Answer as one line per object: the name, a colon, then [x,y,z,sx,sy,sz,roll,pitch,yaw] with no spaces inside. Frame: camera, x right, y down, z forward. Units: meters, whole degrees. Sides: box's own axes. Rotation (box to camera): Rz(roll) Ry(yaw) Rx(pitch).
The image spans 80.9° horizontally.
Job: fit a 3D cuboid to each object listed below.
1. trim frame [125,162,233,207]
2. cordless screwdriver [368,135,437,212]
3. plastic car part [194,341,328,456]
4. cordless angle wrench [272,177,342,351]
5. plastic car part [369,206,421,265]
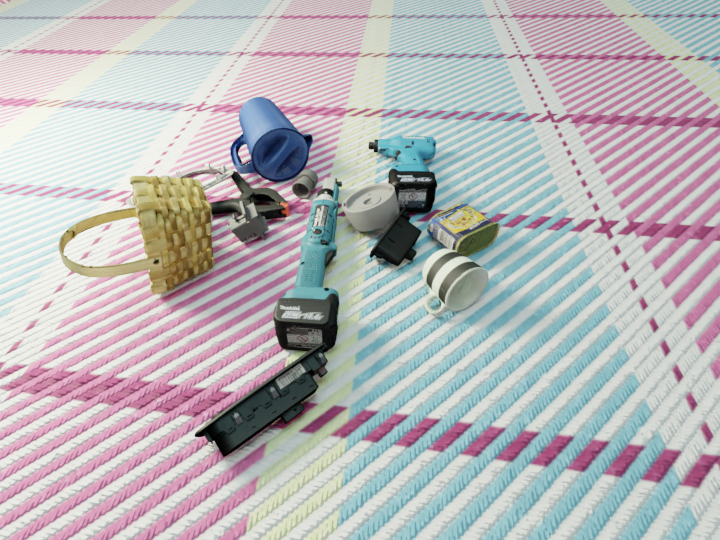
trim frame: [-0.391,-0.190,0.923,0.193,0.026,0.245,8,36,31]
cordless screwdriver: [0.090,-0.230,0.942,0.161,0.072,0.254,3,42,6]
plastic car part: [-0.121,0.178,0.569,0.199,0.066,0.069,-27,77,-23]
cordless angle wrench: [-0.076,-0.050,0.780,0.099,0.072,0.434,1,44,2]
plastic car part: [0.072,-0.049,0.779,0.072,0.065,0.116,29,55,9]
